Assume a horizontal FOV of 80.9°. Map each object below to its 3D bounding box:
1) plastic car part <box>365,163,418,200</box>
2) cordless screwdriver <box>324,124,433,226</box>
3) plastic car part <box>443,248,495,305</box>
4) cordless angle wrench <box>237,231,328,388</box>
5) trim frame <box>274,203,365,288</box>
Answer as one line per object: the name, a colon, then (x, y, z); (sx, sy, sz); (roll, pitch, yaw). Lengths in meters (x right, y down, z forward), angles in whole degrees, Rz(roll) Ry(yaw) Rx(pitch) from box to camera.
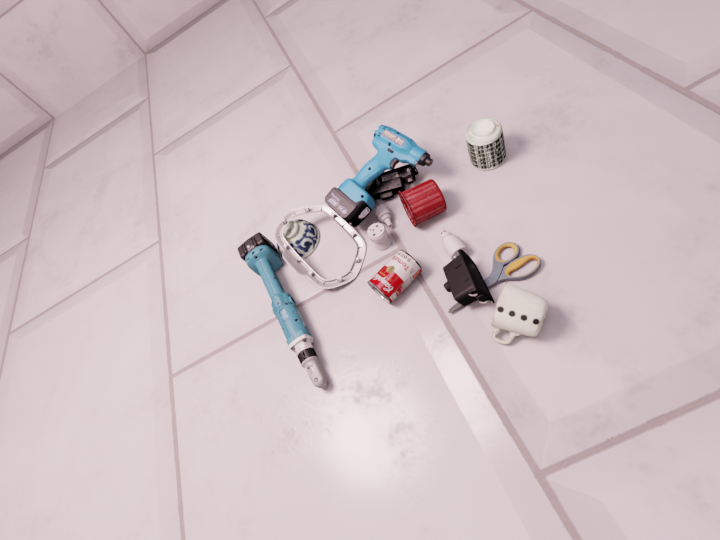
plastic car part: (0.046, -0.209, 1.075); (0.209, 0.064, 0.068); (-10, 83, 20)
cordless screwdriver: (0.042, -0.214, 1.005); (0.166, 0.071, 0.249); (39, 92, 24)
plastic car part: (0.201, 0.023, 0.837); (0.072, 0.062, 0.121); (-41, 39, 23)
cordless angle wrench: (-0.178, 0.084, 0.987); (0.075, 0.093, 0.445); (-37, 54, 5)
trim frame: (-0.101, -0.066, 1.032); (0.182, 0.027, 0.258); (-39, 69, -13)
